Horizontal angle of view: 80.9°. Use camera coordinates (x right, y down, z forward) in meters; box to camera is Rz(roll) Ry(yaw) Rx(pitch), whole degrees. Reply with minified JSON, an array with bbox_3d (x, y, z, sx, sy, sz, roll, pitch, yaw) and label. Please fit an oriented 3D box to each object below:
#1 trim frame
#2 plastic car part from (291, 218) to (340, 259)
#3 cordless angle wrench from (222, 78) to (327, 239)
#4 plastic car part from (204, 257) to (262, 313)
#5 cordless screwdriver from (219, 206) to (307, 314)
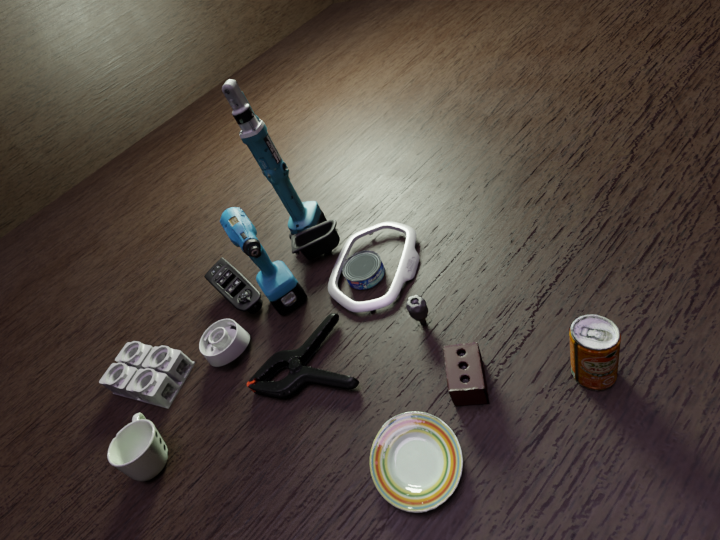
[{"bbox_3d":[0.029,-0.013,0.897,0.192,0.026,0.250,-1,49,29],"label":"trim frame"},{"bbox_3d":[-0.097,-0.063,0.987,0.118,0.067,0.068,-20,41,10],"label":"plastic car part"},{"bbox_3d":[-0.192,-0.228,0.952,0.077,0.402,0.099,-5,44,24],"label":"cordless angle wrench"},{"bbox_3d":[-0.292,0.045,0.993,0.066,0.064,0.215,-43,43,-17],"label":"plastic car part"},{"bbox_3d":[-0.189,-0.006,0.853,0.074,0.236,0.168,-35,41,-9],"label":"cordless screwdriver"}]
